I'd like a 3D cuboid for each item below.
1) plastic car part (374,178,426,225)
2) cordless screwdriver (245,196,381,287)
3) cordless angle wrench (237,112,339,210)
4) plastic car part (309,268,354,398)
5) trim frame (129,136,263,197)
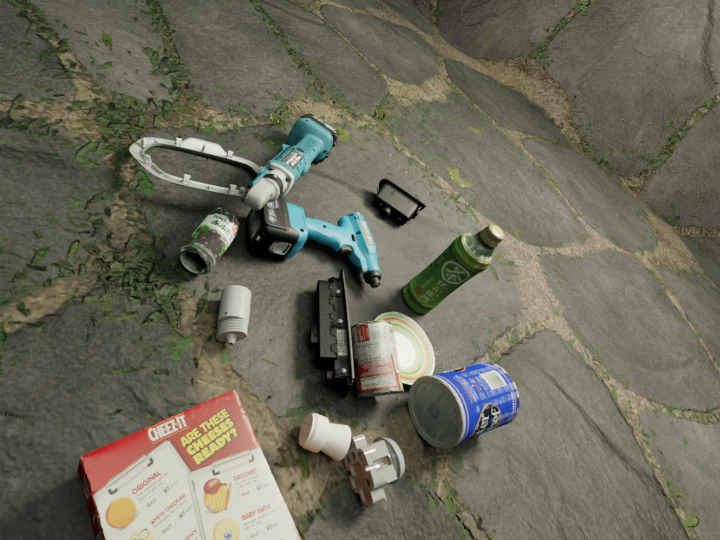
[{"bbox_3d":[0.076,-0.145,0.951,0.117,0.066,0.071,34,56,0],"label":"plastic car part"},{"bbox_3d":[-0.073,-0.048,0.748,0.237,0.075,0.166,8,48,-34],"label":"cordless screwdriver"},{"bbox_3d":[-0.125,-0.201,0.778,0.097,0.074,0.428,30,30,-9],"label":"cordless angle wrench"},{"bbox_3d":[-0.045,0.088,0.660,0.067,0.064,0.209,1,50,-3],"label":"plastic car part"},{"bbox_3d":[-0.271,-0.186,0.742,0.239,0.027,0.193,7,33,-25],"label":"trim frame"}]
